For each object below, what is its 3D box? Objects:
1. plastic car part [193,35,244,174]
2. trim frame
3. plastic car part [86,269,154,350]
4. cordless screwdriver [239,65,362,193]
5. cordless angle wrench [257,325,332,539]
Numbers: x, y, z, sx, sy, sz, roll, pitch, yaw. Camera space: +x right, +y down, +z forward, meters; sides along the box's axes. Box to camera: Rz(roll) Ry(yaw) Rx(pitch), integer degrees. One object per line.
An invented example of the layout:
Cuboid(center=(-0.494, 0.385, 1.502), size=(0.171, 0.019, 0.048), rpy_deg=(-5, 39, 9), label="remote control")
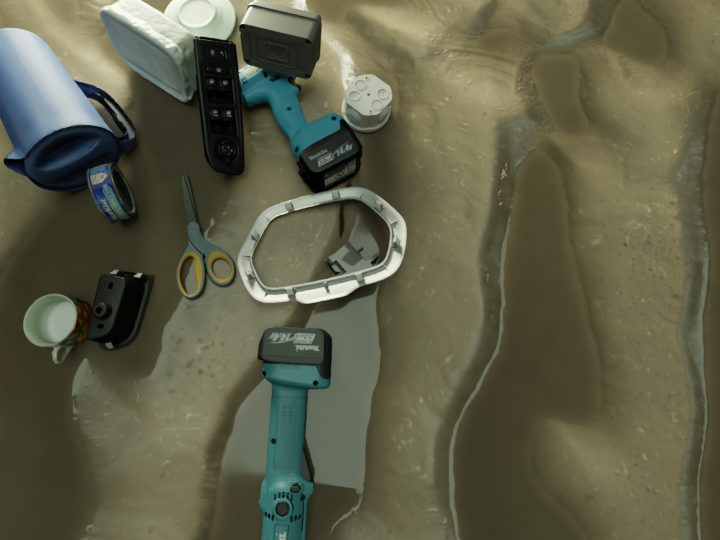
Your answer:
Cuboid(center=(-0.223, -0.245, 0.651), size=(0.063, 0.070, 0.202), rpy_deg=(-9, 92, -44), label="plastic car part")
Cuboid(center=(-0.059, -0.039, 0.604), size=(0.250, 0.026, 0.190), rpy_deg=(-12, 60, 5), label="trim frame")
Cuboid(center=(-0.346, 0.052, 0.591), size=(0.066, 0.070, 0.118), rpy_deg=(7, 73, 0), label="plastic car part")
Cuboid(center=(-0.083, -0.255, 0.672), size=(0.158, 0.073, 0.256), rpy_deg=(-34, 74, -9), label="cordless screwdriver")
Cuboid(center=(-0.093, 0.287, 0.530), size=(0.098, 0.073, 0.428), rpy_deg=(2, 77, -1), label="cordless angle wrench")
